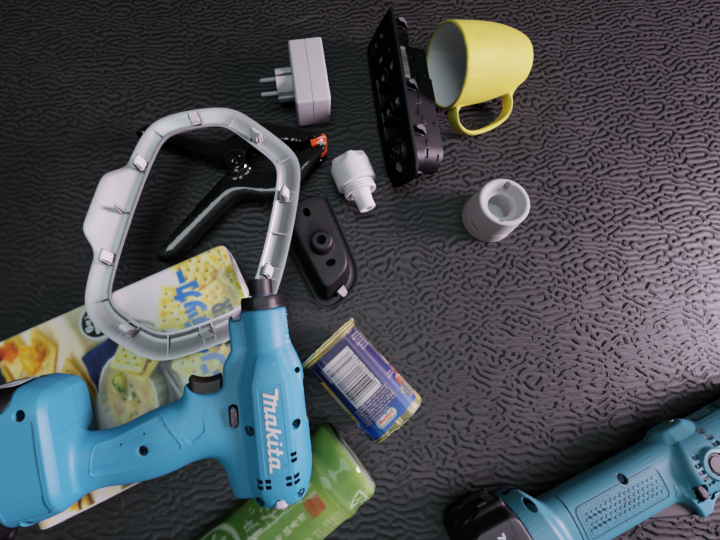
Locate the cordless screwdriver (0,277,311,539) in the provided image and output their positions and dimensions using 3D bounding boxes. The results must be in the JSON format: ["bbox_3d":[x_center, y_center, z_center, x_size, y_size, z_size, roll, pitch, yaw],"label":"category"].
[{"bbox_3d":[-0.164,0.096,0.305,0.246,0.075,0.160,-6,86,-7],"label":"cordless screwdriver"}]

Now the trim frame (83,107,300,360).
[{"bbox_3d":[-0.153,-0.046,0.383,0.186,0.027,0.251,8,73,5],"label":"trim frame"}]

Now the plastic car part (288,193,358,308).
[{"bbox_3d":[-0.041,-0.027,0.418,0.065,0.069,0.120,-24,73,-7],"label":"plastic car part"}]

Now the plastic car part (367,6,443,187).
[{"bbox_3d":[0.050,-0.185,0.472,0.064,0.068,0.207,6,70,-27],"label":"plastic car part"}]

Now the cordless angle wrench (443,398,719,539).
[{"bbox_3d":[0.281,0.163,0.361,0.419,0.073,0.100,-23,77,-8],"label":"cordless angle wrench"}]
